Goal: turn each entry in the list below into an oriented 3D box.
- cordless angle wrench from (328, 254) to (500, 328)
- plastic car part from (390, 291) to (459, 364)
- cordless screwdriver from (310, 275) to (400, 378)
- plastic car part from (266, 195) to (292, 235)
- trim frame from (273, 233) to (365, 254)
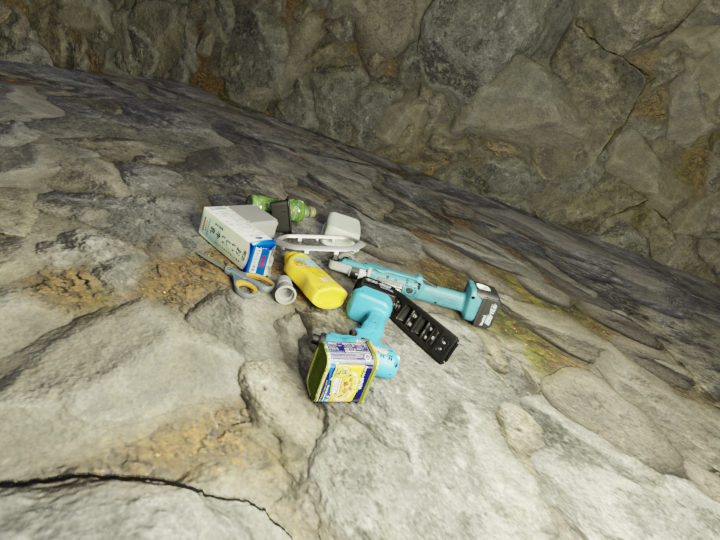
[{"bbox_3d":[0.124,0.038,1.060,0.426,0.096,0.075,16,23,4],"label":"cordless angle wrench"},{"bbox_3d":[0.129,0.113,0.921,0.063,0.066,0.215,7,24,-49],"label":"plastic car part"},{"bbox_3d":[-0.004,0.100,0.844,0.159,0.073,0.252,17,28,-2],"label":"cordless screwdriver"},{"bbox_3d":[-0.229,-0.153,1.191,0.070,0.113,0.069,-9,29,-8],"label":"plastic car part"},{"bbox_3d":[-0.109,-0.072,1.119,0.246,0.027,0.189,-1,17,-8],"label":"trim frame"}]
